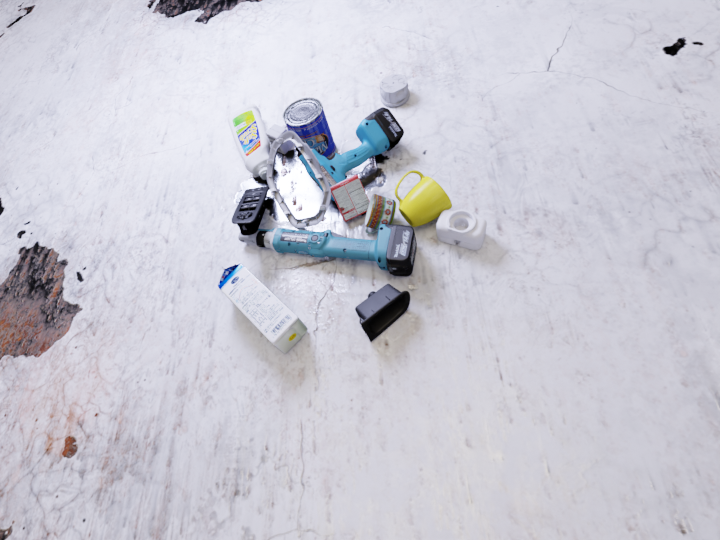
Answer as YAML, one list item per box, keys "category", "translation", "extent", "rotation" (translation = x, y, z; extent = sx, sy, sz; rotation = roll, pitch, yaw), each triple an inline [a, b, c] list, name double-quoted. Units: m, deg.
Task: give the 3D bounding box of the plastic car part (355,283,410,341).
- category: "plastic car part"
  translation: [0.037, 0.073, 0.850]
  extent: [0.116, 0.063, 0.075]
  rotation: [-40, 46, -13]

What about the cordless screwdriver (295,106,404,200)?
- category: "cordless screwdriver"
  translation: [-0.027, -0.304, 1.034]
  extent: [0.247, 0.075, 0.158]
  rotation: [-42, 94, -9]

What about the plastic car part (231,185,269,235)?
- category: "plastic car part"
  translation: [-0.264, -0.142, 1.023]
  extent: [0.066, 0.065, 0.208]
  rotation: [-1, 28, -1]

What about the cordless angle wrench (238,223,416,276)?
- category: "cordless angle wrench"
  translation: [-0.093, -0.061, 0.955]
  extent: [0.438, 0.071, 0.099]
  rotation: [6, 63, 21]

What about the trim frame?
- category: "trim frame"
  translation: [-0.155, -0.215, 1.007]
  extent: [0.186, 0.026, 0.257]
  rotation: [-45, 65, 37]
